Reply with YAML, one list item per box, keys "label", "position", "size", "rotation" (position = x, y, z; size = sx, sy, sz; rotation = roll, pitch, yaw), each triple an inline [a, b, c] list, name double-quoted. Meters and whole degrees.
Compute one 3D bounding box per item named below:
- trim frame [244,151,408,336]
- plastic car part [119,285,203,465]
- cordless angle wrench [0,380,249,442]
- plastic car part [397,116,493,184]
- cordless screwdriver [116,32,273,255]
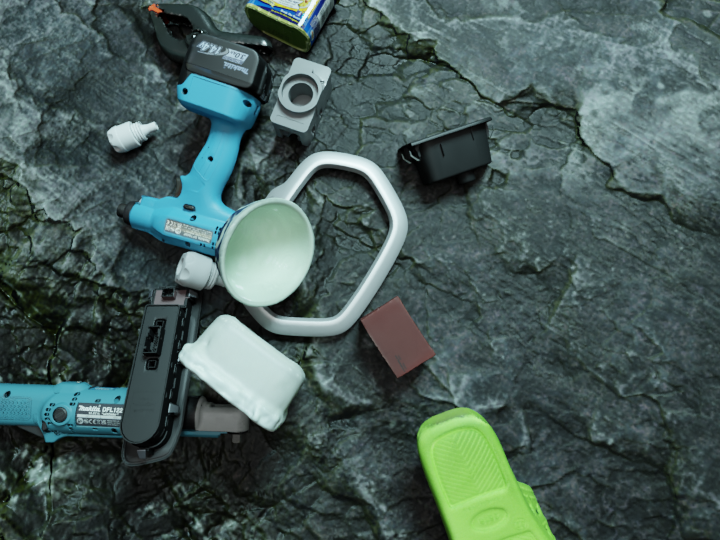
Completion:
- label: "trim frame"
  position: [-0.052, -0.034, 0.531]
  size: [0.186, 0.027, 0.248]
  rotation: [31, 87, 6]
- label: "plastic car part"
  position: [-0.223, 0.104, 0.473]
  size: [0.065, 0.066, 0.208]
  rotation: [2, 63, -10]
- label: "cordless angle wrench"
  position: [-0.342, 0.167, 0.502]
  size: [0.424, 0.073, 0.099]
  rotation: [1, 83, 1]
- label: "plastic car part"
  position: [0.115, -0.140, 0.522]
  size: [0.116, 0.067, 0.070]
  rotation: [-16, 99, -3]
- label: "cordless screwdriver"
  position: [-0.203, -0.151, 0.518]
  size: [0.161, 0.074, 0.247]
  rotation: [15, 96, 4]
